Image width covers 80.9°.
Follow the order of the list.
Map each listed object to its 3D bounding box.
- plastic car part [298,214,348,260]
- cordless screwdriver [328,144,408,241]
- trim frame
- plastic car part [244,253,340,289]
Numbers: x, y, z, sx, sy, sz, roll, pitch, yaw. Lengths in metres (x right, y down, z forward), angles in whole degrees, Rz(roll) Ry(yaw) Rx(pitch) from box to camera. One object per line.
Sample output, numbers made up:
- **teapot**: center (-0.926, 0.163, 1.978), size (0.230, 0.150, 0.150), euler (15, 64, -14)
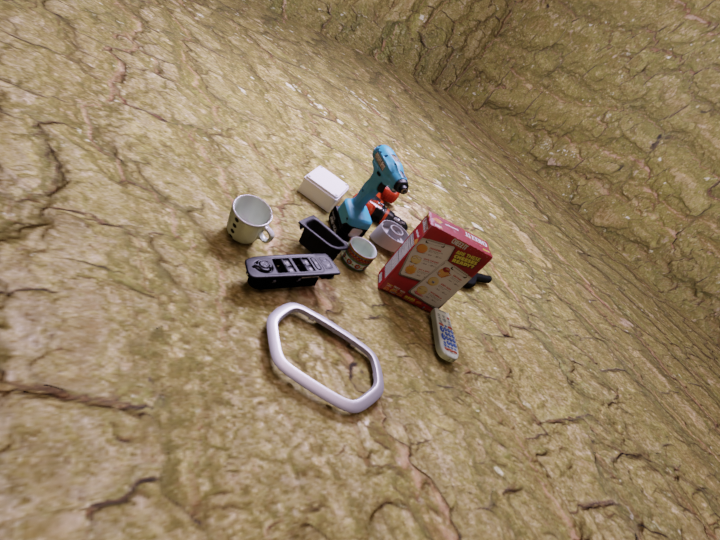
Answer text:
- **plastic car part**: center (-0.094, -0.061, 0.960), size (0.119, 0.071, 0.064), euler (42, 34, 11)
- **cordless screwdriver**: center (0.022, -0.165, 1.025), size (0.071, 0.249, 0.166), euler (13, 41, -32)
- **trim frame**: center (-0.062, 0.151, 0.761), size (0.246, 0.027, 0.186), euler (30, 34, -5)
- **plastic car part**: center (-0.143, 0.003, 0.842), size (0.193, 0.067, 0.069), euler (1, 47, -40)
